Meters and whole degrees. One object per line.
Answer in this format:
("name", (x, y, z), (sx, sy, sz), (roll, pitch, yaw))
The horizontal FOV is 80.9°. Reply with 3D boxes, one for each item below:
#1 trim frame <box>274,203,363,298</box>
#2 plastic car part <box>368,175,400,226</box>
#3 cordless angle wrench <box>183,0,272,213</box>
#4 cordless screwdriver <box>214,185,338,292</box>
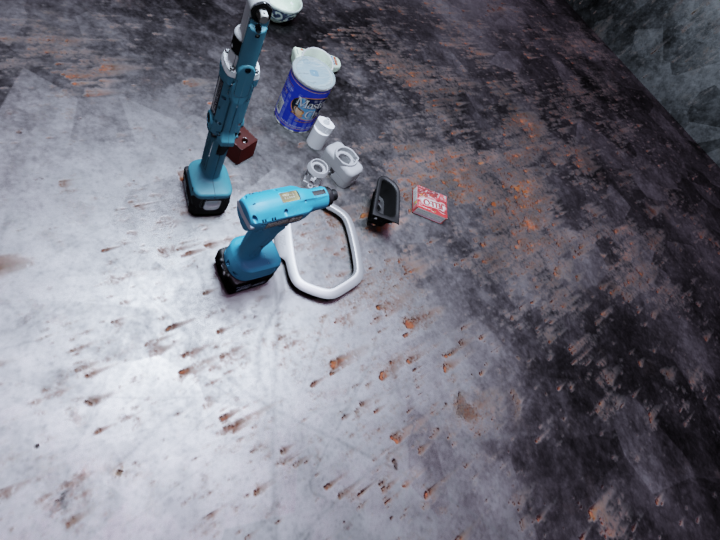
("trim frame", (-0.085, -0.055, 0.867), (0.177, 0.028, 0.256), (2, 61, -25))
("plastic car part", (0.047, -0.147, 0.957), (0.064, 0.071, 0.119), (19, 56, -18))
("cordless angle wrench", (-0.212, -0.235, 0.664), (0.071, 0.427, 0.101), (-5, 68, -32))
("cordless screwdriver", (-0.145, -0.056, 0.698), (0.154, 0.251, 0.076), (-18, 75, -35))
